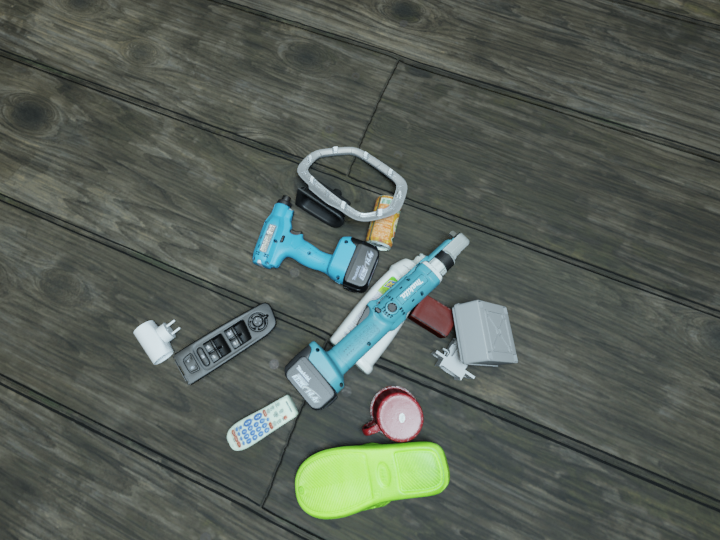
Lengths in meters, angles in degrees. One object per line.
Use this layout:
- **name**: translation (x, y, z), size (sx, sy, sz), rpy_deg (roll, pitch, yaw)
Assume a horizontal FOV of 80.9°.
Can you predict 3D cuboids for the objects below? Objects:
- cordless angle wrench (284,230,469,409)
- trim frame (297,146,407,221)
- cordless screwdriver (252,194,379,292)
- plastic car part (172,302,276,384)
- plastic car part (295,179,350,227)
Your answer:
- **cordless angle wrench**: translation (0.050, 0.072, 0.761), size (0.419, 0.073, 0.100), rpy_deg (-41, 78, -14)
- **trim frame**: translation (-0.018, -0.188, 0.872), size (0.181, 0.027, 0.260), rpy_deg (-34, 60, -25)
- **cordless screwdriver**: translation (-0.084, -0.055, 0.863), size (0.254, 0.072, 0.160), rpy_deg (16, 77, 10)
- **plastic car part**: translation (-0.251, 0.140, 0.821), size (0.201, 0.065, 0.069), rpy_deg (-34, 72, -10)
- **plastic car part**: translation (-0.072, -0.147, 0.896), size (0.118, 0.065, 0.071), rpy_deg (31, 65, 6)
